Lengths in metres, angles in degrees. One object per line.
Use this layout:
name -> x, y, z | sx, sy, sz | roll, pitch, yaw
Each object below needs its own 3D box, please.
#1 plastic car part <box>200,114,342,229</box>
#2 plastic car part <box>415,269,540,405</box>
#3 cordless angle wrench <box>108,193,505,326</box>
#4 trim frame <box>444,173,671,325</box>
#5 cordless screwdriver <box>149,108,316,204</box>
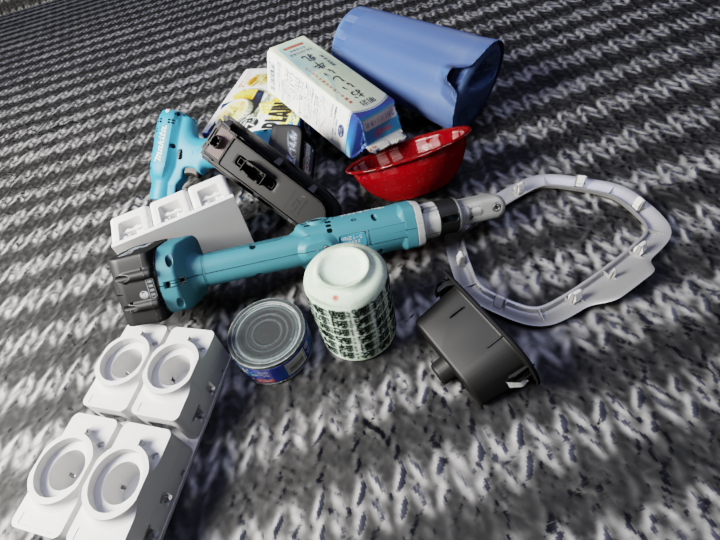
plastic car part -> -0.110, -0.113, 0.525 | 0.202, 0.067, 0.066 | 36, 95, -3
plastic car part -> 0.094, 0.070, 0.389 | 0.071, 0.062, 0.123 | -35, 53, 2
cordless angle wrench -> -0.046, -0.030, 0.466 | 0.421, 0.073, 0.100 | -12, 14, -3
trim frame -> 0.212, -0.037, 0.468 | 0.245, 0.026, 0.194 | -30, 50, -15
cordless screwdriver -> -0.195, -0.143, 0.615 | 0.255, 0.072, 0.159 | 10, 89, 14
